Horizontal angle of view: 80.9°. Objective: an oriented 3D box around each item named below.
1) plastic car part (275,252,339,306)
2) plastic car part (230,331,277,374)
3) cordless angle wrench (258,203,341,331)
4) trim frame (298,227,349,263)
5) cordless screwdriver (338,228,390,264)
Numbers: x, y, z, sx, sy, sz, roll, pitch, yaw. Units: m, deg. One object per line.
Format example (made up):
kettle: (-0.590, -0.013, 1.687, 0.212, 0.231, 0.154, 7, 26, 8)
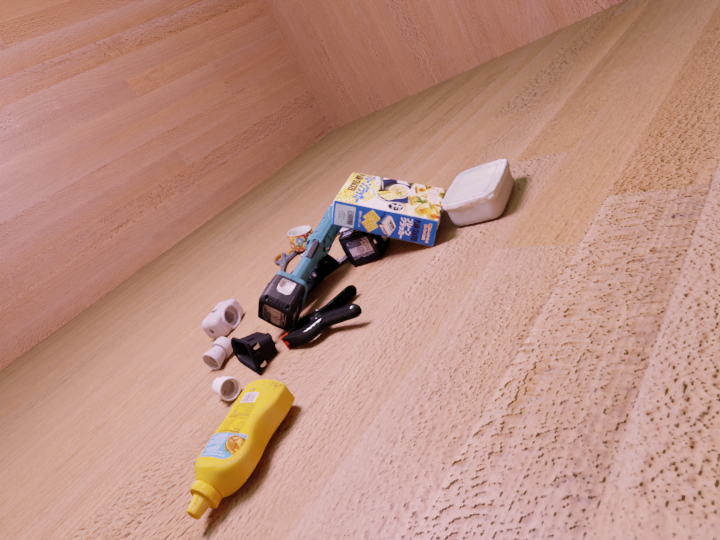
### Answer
plastic car part: (-0.139, 0.037, 0.943, 0.200, 0.068, 0.066, -43, -14, -31)
plastic car part: (-0.202, 0.147, 0.823, 0.069, 0.065, 0.121, -25, 14, -28)
cordless angle wrench: (-0.092, -0.060, 0.939, 0.096, 0.075, 0.424, 106, -172, -51)
trim frame: (-0.086, -0.054, 1.111, 0.186, 0.027, 0.254, -26, 22, 10)
cordless screwdriver: (0.050, -0.115, 1.009, 0.164, 0.072, 0.249, -20, 22, 26)
